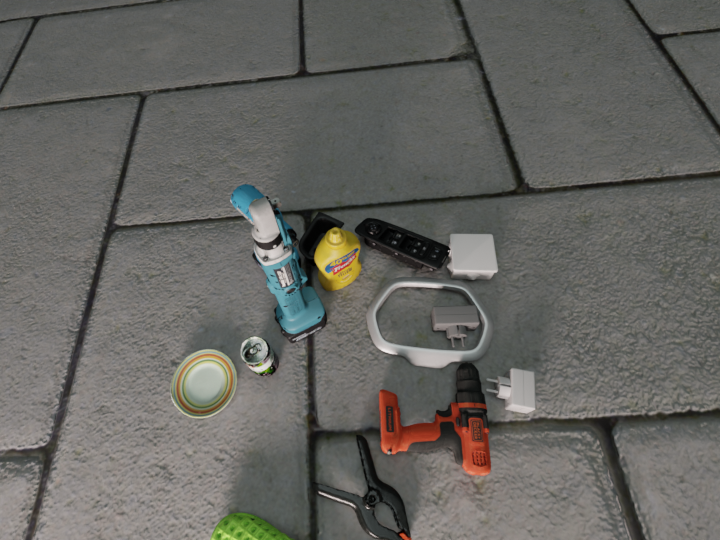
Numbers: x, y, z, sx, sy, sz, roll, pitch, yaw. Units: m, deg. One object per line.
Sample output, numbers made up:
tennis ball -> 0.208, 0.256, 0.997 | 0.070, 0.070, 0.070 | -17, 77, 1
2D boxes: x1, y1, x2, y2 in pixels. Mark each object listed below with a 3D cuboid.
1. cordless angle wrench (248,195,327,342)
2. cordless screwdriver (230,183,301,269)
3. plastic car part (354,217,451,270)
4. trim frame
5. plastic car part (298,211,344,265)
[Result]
cordless angle wrench -> -0.125, 0.012, 0.705 | 0.097, 0.410, 0.077 | -26, 65, -12
cordless screwdriver -> -0.167, -0.051, 0.841 | 0.074, 0.241, 0.166 | -41, 68, -18
plastic car part -> 0.085, -0.056, 0.917 | 0.210, 0.065, 0.066 | 27, 67, 19
trim frame -> 0.136, 0.099, 0.847 | 0.252, 0.026, 0.188 | 3, 62, 8
plastic car part -> -0.092, -0.060, 0.936 | 0.068, 0.068, 0.116 | 25, 66, 16
